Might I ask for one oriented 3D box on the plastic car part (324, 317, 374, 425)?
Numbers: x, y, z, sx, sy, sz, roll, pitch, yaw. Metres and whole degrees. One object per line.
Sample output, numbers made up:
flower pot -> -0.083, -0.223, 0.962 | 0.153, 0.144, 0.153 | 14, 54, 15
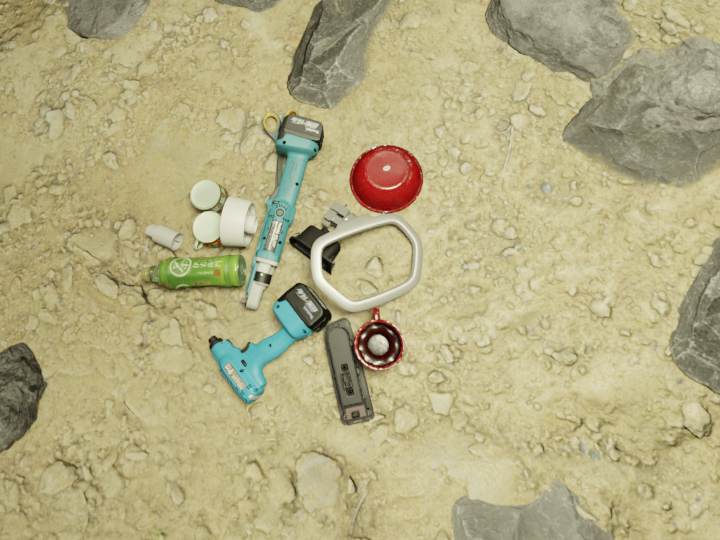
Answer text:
plastic car part -> -0.031, 0.196, 0.829 | 0.067, 0.065, 0.208 | -16, 73, 9

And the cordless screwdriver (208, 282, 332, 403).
cordless screwdriver -> -0.189, 0.125, 0.859 | 0.249, 0.071, 0.166 | -45, 69, 0

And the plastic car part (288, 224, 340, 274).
plastic car part -> -0.088, -0.057, 0.897 | 0.120, 0.064, 0.070 | 38, 69, 16

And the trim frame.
trim frame -> 0.017, -0.023, 0.849 | 0.244, 0.028, 0.186 | -21, 83, -17

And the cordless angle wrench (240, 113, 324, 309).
cordless angle wrench -> -0.175, -0.122, 0.912 | 0.097, 0.074, 0.424 | 15, 83, -5
